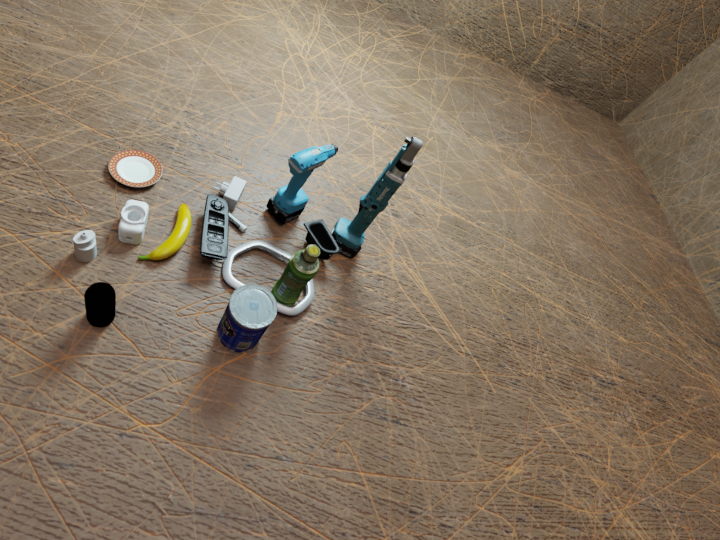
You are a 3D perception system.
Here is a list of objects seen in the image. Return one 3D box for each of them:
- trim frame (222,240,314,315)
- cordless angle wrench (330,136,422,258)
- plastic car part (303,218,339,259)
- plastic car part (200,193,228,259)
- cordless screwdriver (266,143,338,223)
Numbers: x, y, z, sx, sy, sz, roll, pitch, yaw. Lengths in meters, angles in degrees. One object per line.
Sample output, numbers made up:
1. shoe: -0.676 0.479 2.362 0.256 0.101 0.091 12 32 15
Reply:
1. trim frame: -0.231 0.018 1.078 0.246 0.027 0.186 27 49 -5
2. cordless angle wrench: 0.038 -0.180 1.087 0.096 0.424 0.075 28 50 -11
3. plastic car part: -0.115 -0.075 1.172 0.064 0.071 0.120 -16 66 -35
4. plastic car part: -0.371 -0.105 1.074 0.064 0.067 0.210 8 54 -23
5. cordless screwdriver: -0.157 -0.241 1.154 0.076 0.250 0.155 49 50 7
